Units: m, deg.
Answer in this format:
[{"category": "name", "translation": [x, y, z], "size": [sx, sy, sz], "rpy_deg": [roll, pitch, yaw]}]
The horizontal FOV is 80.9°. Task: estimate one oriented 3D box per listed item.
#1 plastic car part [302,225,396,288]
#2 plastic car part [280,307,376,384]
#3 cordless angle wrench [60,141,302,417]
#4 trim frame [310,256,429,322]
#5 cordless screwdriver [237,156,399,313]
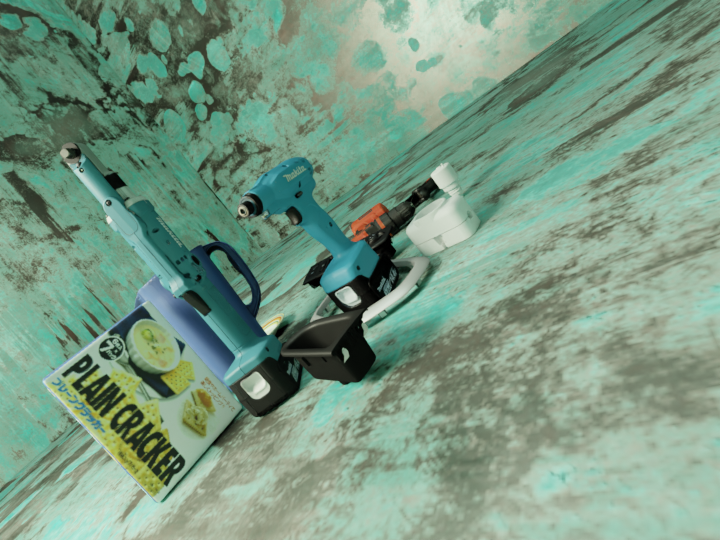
[{"category": "plastic car part", "translation": [-0.015, -0.014, 0.797], "size": [0.207, 0.066, 0.066], "rpy_deg": [-32, 12, 28]}, {"category": "plastic car part", "translation": [-0.029, 0.093, 0.462], "size": [0.120, 0.070, 0.065], "rpy_deg": [-24, 18, 52]}, {"category": "cordless angle wrench", "translation": [-0.237, 0.004, 0.559], "size": [0.075, 0.417, 0.099], "rpy_deg": [-38, 7, 7]}, {"category": "trim frame", "translation": [0.009, 0.033, 0.658], "size": [0.182, 0.027, 0.255], "rpy_deg": [-44, 14, -22]}, {"category": "cordless screwdriver", "translation": [-0.059, -0.038, 0.601], "size": [0.076, 0.245, 0.158], "rpy_deg": [-33, 10, 37]}]
